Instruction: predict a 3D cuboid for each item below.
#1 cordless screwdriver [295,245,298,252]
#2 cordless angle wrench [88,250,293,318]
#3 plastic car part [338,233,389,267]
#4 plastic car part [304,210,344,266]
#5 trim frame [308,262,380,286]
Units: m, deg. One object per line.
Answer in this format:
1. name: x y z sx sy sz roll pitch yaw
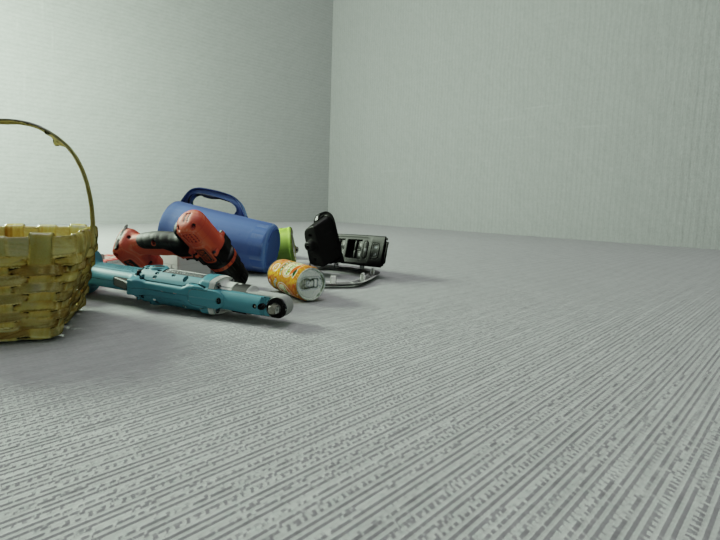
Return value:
1. cordless screwdriver: -0.290 -0.060 1.100 0.167 0.074 0.238 7 6 34
2. cordless angle wrench: -0.290 0.020 0.601 0.437 0.074 0.095 7 9 20
3. plastic car part: -0.024 -0.047 0.939 0.213 0.066 0.064 7 -1 33
4. plastic car part: -0.085 -0.056 0.868 0.069 0.113 0.070 6 31 35
5. trim frame: -0.061 0.003 0.871 0.190 0.027 0.243 3 11 19
